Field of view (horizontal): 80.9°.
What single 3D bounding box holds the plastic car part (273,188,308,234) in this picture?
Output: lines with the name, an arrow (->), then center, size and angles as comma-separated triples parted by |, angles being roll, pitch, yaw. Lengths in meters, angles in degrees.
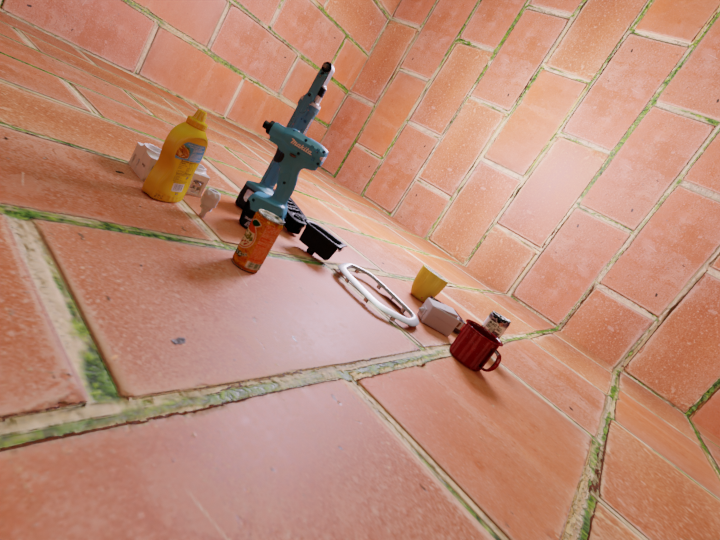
plastic car part -> -0.208, -0.163, 1.188 | 0.063, 0.067, 0.215 | 19, 18, -43

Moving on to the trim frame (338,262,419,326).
trim frame -> 0.040, 0.055, 1.020 | 0.174, 0.027, 0.263 | 16, 20, -49

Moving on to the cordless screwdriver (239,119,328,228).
cordless screwdriver -> -0.200, -0.208, 0.968 | 0.160, 0.248, 0.074 | 32, 13, 1

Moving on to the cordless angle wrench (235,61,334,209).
cordless angle wrench -> -0.181, -0.331, 1.081 | 0.076, 0.422, 0.095 | 35, 13, 11

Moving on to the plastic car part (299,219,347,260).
plastic car part -> -0.103, -0.068, 1.058 | 0.120, 0.071, 0.064 | 34, 13, 12
